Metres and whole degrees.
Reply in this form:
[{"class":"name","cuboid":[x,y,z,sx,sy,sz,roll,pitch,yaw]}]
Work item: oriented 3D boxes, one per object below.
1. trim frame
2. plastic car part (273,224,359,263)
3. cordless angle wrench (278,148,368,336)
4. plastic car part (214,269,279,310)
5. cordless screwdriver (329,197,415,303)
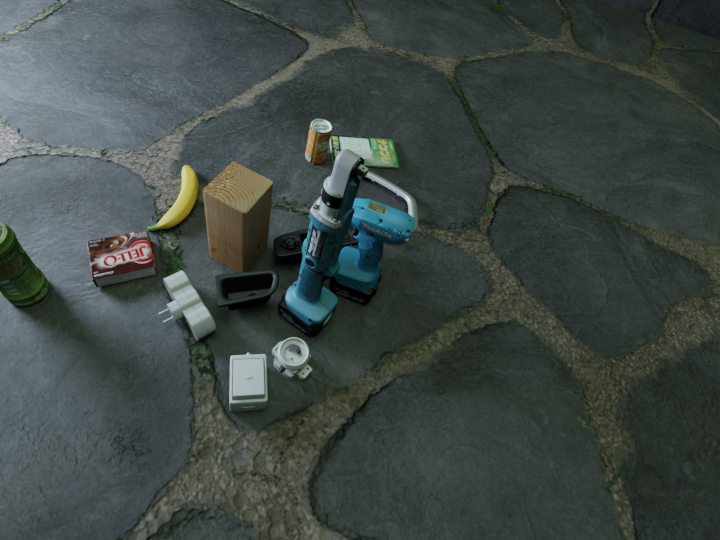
[{"class":"trim frame","cuboid":[0.023,-0.161,1.012,0.255,0.027,0.183,32,56,12]},{"class":"plastic car part","cuboid":[-0.088,-0.057,0.895,0.198,0.066,0.069,-10,59,-17]},{"class":"cordless angle wrench","cuboid":[-0.061,-0.026,0.663,0.100,0.417,0.073,37,56,10]},{"class":"plastic car part","cuboid":[-0.212,0.044,0.800,0.114,0.070,0.068,-7,59,-16]},{"class":"cordless screwdriver","cuboid":[-0.012,-0.042,0.789,0.160,0.245,0.075,23,55,2]}]
